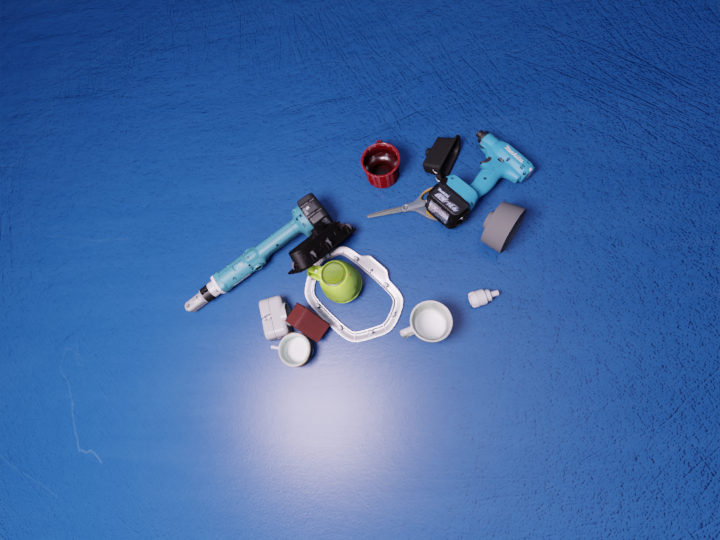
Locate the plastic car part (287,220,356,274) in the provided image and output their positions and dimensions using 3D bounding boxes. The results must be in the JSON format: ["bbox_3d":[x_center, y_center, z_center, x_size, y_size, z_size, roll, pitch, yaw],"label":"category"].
[{"bbox_3d":[-0.094,-0.061,0.959,0.069,0.064,0.201,-1,35,41],"label":"plastic car part"}]

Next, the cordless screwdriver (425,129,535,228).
[{"bbox_3d":[0.256,-0.219,0.977,0.247,0.072,0.165,-35,69,-10],"label":"cordless screwdriver"}]

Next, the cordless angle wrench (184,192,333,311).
[{"bbox_3d":[-0.260,-0.028,1.037,0.424,0.095,0.077,-36,75,3],"label":"cordless angle wrench"}]

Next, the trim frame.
[{"bbox_3d":[-0.020,0.050,0.987,0.184,0.026,0.259,-46,67,-5],"label":"trim frame"}]

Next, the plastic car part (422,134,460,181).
[{"bbox_3d":[0.191,-0.277,1.031,0.074,0.062,0.117,17,74,30],"label":"plastic car part"}]
